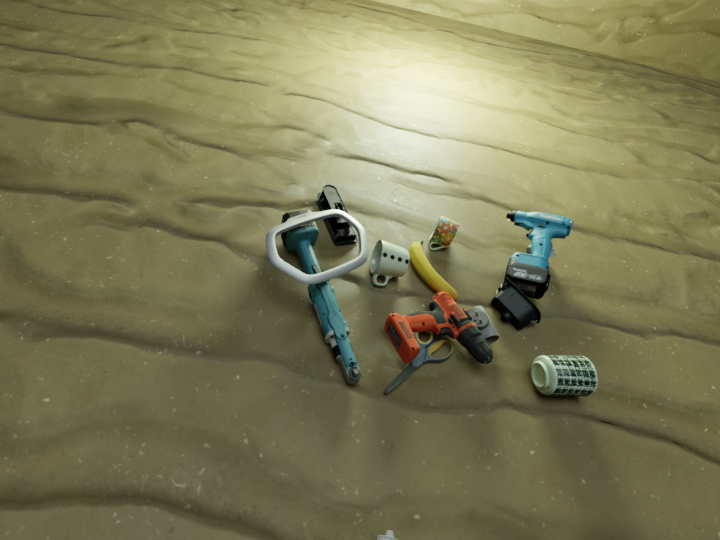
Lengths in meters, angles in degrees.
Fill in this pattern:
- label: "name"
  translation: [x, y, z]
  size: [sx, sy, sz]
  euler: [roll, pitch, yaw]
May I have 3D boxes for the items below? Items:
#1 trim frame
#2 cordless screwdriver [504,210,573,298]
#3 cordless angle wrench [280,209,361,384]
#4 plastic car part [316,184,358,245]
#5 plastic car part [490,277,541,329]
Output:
- label: "trim frame"
  translation: [-0.093, -0.061, 0.946]
  size: [0.242, 0.027, 0.191]
  euler: [-23, 65, -27]
- label: "cordless screwdriver"
  translation: [0.427, -0.056, 1.084]
  size: [0.167, 0.071, 0.248]
  euler: [17, 59, 28]
- label: "cordless angle wrench"
  translation: [-0.086, 0.048, 0.935]
  size: [0.072, 0.096, 0.442]
  euler: [-10, 56, -21]
- label: "plastic car part"
  translation: [-0.068, -0.160, 1.135]
  size: [0.065, 0.065, 0.213]
  euler: [-14, 50, -15]
- label: "plastic car part"
  translation: [0.357, 0.088, 0.996]
  size: [0.070, 0.064, 0.122]
  euler: [-30, 63, -15]
